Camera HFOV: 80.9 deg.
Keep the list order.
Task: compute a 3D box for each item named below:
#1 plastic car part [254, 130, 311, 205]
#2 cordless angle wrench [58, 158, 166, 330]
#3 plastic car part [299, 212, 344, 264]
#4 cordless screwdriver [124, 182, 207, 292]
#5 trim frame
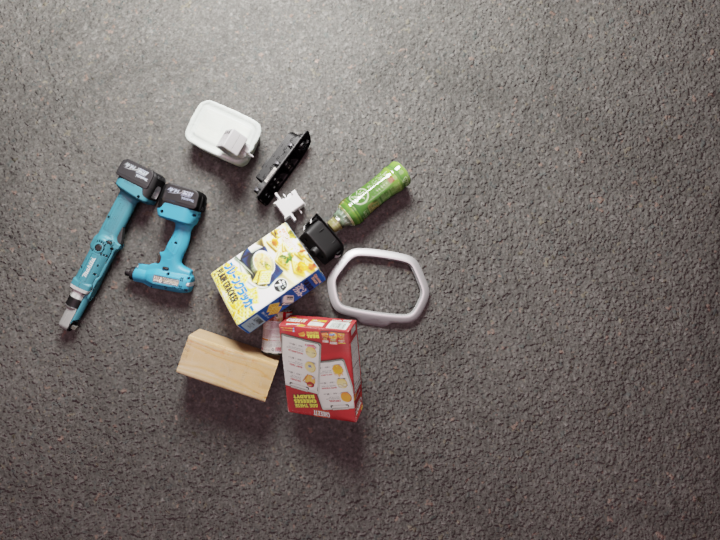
[{"bbox_3d":[-0.193,-0.256,1.022,0.070,0.063,0.203,38,87,24],"label":"plastic car part"},{"bbox_3d":[-0.600,-0.054,0.994,0.098,0.074,0.423,27,88,-1],"label":"cordless angle wrench"},{"bbox_3d":[-0.097,-0.064,0.993,0.117,0.067,0.070,50,50,0],"label":"plastic car part"},{"bbox_3d":[-0.457,-0.079,0.997,0.159,0.074,0.248,11,90,-1],"label":"cordless screwdriver"},{"bbox_3d":[0.043,0.042,1.021,0.247,0.027,0.185,7,85,-3],"label":"trim frame"}]
